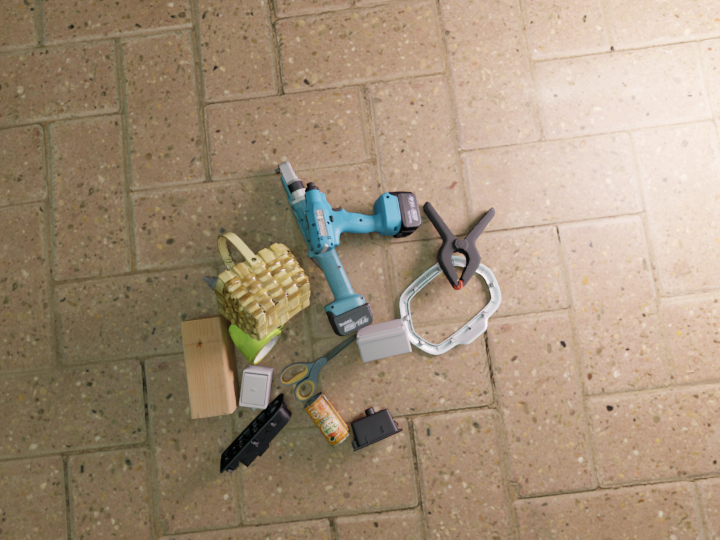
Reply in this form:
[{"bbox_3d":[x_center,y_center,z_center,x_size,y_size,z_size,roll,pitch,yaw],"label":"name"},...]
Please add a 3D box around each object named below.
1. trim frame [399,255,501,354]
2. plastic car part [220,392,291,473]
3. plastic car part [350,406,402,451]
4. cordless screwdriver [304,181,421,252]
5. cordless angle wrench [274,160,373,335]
[{"bbox_3d":[0.206,0.079,0.970,0.248,0.027,0.185,-39,86,-4],"label":"trim frame"},{"bbox_3d":[-0.226,0.368,0.940,0.066,0.067,0.203,39,87,-9],"label":"plastic car part"},{"bbox_3d":[0.025,0.345,0.940,0.116,0.064,0.073,-25,73,-5],"label":"plastic car part"},{"bbox_3d":[-0.001,-0.134,0.944,0.244,0.074,0.162,-9,75,-13],"label":"cordless screwdriver"},{"bbox_3d":[-0.095,-0.062,0.972,0.098,0.073,0.428,-24,83,-2],"label":"cordless angle wrench"}]
